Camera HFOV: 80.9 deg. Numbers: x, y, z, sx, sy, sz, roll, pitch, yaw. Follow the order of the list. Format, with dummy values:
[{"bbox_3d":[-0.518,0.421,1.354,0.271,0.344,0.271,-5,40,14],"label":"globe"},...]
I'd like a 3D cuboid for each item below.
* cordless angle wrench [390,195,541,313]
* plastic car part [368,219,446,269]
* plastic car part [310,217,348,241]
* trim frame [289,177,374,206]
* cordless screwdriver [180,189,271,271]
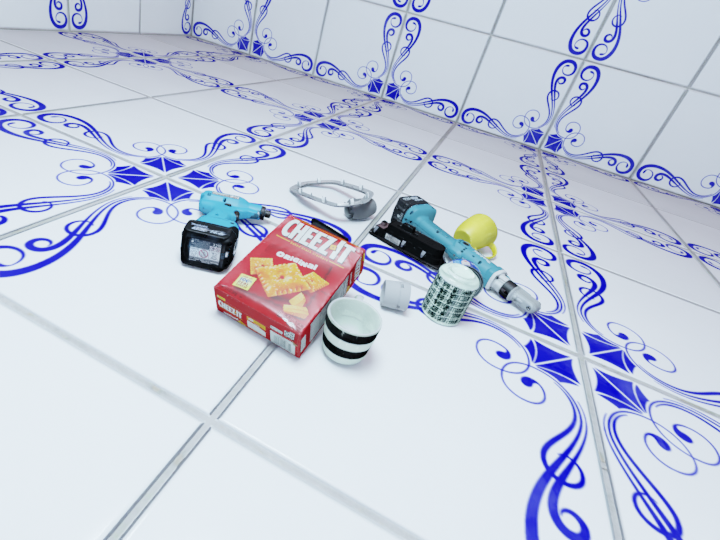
[{"bbox_3d":[0.241,-0.044,1.013,0.094,0.073,0.447,-10,42,-37],"label":"cordless angle wrench"},{"bbox_3d":[0.123,-0.072,1.015,0.213,0.066,0.064,36,28,26],"label":"plastic car part"},{"bbox_3d":[-0.089,-0.058,0.906,0.123,0.064,0.069,33,48,31],"label":"plastic car part"},{"bbox_3d":[-0.079,-0.213,1.130,0.178,0.027,0.263,-24,37,-36],"label":"trim frame"},{"bbox_3d":[-0.268,-0.090,0.862,0.156,0.073,0.257,9,28,-11],"label":"cordless screwdriver"}]
